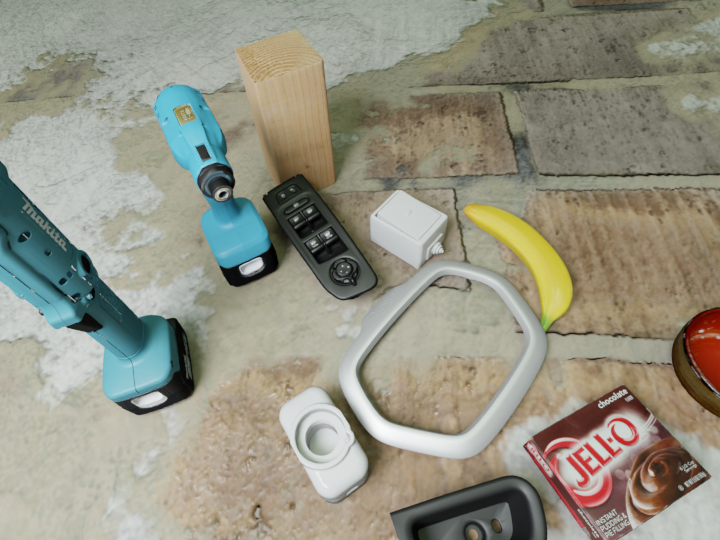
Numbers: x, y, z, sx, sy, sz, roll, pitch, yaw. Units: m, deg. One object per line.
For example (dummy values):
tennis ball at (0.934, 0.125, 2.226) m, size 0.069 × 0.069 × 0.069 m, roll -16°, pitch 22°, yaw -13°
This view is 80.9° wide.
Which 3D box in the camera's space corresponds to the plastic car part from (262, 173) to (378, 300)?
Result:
plastic car part at (-0.054, -0.035, 0.551) m, size 0.065 × 0.064 × 0.213 m, roll -29°, pitch 56°, yaw -15°

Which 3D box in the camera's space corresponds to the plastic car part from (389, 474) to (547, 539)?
plastic car part at (0.090, 0.219, 0.349) m, size 0.116 × 0.068 × 0.069 m, roll -18°, pitch 55°, yaw -6°

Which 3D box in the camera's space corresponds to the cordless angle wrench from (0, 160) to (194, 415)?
cordless angle wrench at (-0.243, 0.006, 0.336) m, size 0.073 × 0.408 × 0.102 m, roll -18°, pitch 56°, yaw -10°

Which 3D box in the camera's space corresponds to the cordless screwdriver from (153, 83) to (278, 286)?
cordless screwdriver at (-0.151, -0.067, 0.478) m, size 0.073 × 0.240 × 0.167 m, roll -25°, pitch 57°, yaw -14°

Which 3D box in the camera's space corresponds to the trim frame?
trim frame at (0.090, 0.084, 0.470) m, size 0.193 × 0.026 × 0.246 m, roll 33°, pitch 65°, yaw 26°
